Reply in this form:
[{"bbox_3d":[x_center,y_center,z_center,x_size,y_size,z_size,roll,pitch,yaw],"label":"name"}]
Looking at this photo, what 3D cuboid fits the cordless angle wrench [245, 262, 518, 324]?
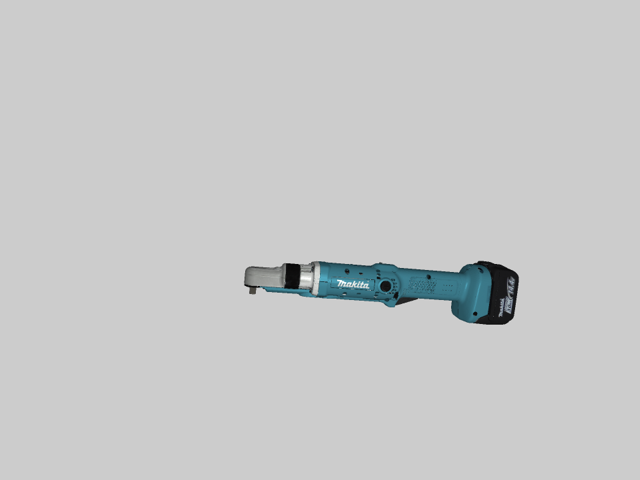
[{"bbox_3d":[0.095,0.069,0.664,0.423,0.098,0.074,5,4,-10],"label":"cordless angle wrench"}]
